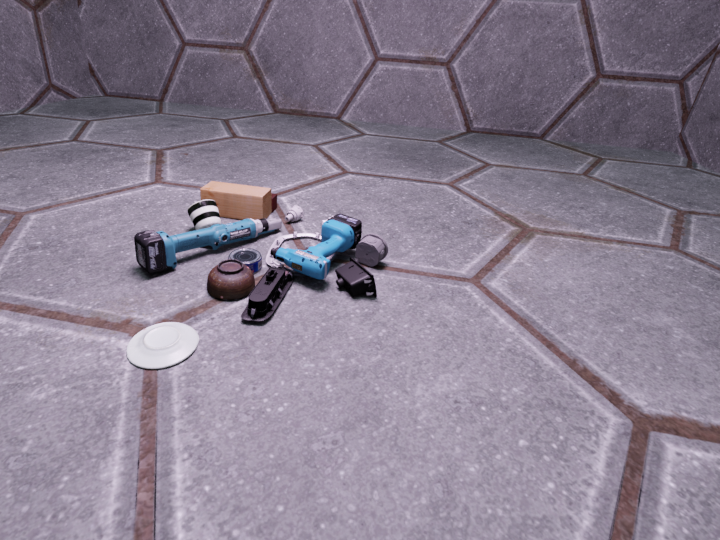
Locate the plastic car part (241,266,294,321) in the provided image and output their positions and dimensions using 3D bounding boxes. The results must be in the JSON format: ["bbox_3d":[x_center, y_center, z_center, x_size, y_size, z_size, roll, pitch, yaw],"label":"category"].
[{"bbox_3d":[-0.205,0.043,0.952,0.067,0.066,0.205,15,33,3],"label":"plastic car part"}]

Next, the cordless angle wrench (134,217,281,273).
[{"bbox_3d":[-0.382,-0.093,1.142,0.079,0.096,0.408,25,32,37],"label":"cordless angle wrench"}]

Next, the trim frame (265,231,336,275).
[{"bbox_3d":[-0.157,-0.052,1.155,0.186,0.027,0.252,6,28,2],"label":"trim frame"}]

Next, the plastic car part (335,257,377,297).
[{"bbox_3d":[-0.021,0.022,1.015,0.069,0.063,0.123,-25,35,-20],"label":"plastic car part"}]

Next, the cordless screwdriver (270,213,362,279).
[{"bbox_3d":[-0.108,-0.071,1.106,0.166,0.072,0.245,18,36,23],"label":"cordless screwdriver"}]
